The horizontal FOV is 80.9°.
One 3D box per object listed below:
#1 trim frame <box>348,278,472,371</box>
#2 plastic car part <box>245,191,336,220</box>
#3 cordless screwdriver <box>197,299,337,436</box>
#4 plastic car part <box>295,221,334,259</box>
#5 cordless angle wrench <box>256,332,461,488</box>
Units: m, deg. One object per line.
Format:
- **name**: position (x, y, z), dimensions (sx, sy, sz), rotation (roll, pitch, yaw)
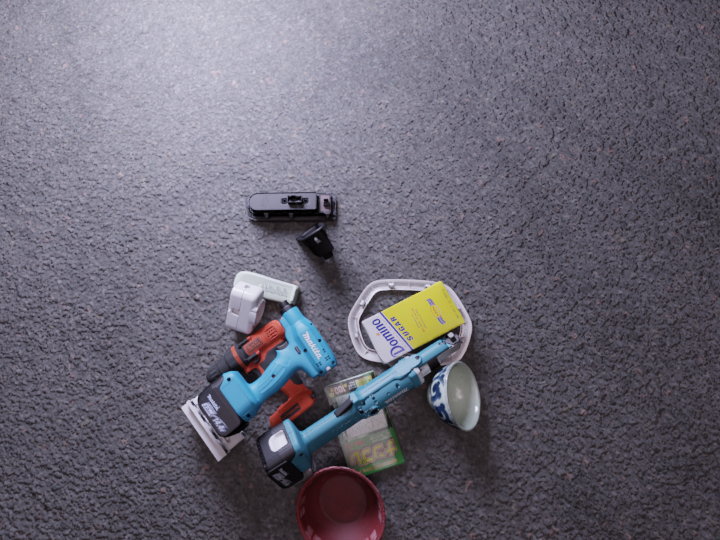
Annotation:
- **trim frame**: position (0.099, 0.109, 0.857), dimensions (0.250, 0.027, 0.186), rotation (3, 79, 4)
- **plastic car part**: position (-0.157, -0.142, 0.917), dimensions (0.205, 0.066, 0.067), rotation (-1, 84, 7)
- **cordless screwdriver**: position (-0.185, 0.179, 0.789), dimensions (0.246, 0.073, 0.164), rotation (-34, 75, -11)
- **plastic car part**: position (-0.085, -0.056, 0.872), dimensions (0.066, 0.120, 0.069), rotation (-37, 105, -5)
- **cordless angle wrench**: position (0.011, 0.242, 0.788), dimensions (0.421, 0.093, 0.078), rotation (-32, 42, -6)
